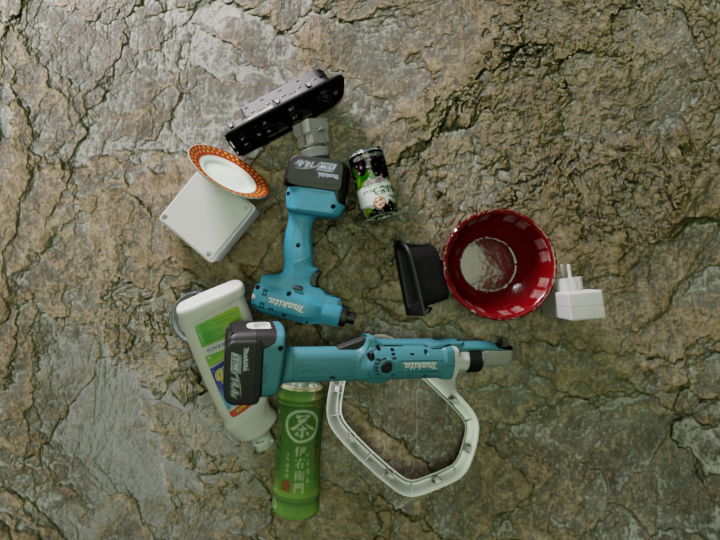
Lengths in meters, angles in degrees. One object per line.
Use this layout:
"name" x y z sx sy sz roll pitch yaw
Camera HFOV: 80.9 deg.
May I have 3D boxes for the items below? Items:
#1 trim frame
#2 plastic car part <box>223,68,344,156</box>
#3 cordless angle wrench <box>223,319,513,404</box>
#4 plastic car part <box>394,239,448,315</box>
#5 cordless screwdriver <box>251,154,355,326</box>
"trim frame" 0.063 0.211 0.628 0.252 0.027 0.183 42 75 7
"plastic car part" -0.120 -0.257 0.669 0.203 0.063 0.070 -24 62 2
"cordless angle wrench" 0.025 0.124 0.592 0.414 0.076 0.097 2 97 -13
"plastic car part" 0.099 0.007 0.642 0.069 0.067 0.117 -6 84 -15
"cordless screwdriver" -0.063 -0.041 0.643 0.160 0.074 0.248 13 91 2
